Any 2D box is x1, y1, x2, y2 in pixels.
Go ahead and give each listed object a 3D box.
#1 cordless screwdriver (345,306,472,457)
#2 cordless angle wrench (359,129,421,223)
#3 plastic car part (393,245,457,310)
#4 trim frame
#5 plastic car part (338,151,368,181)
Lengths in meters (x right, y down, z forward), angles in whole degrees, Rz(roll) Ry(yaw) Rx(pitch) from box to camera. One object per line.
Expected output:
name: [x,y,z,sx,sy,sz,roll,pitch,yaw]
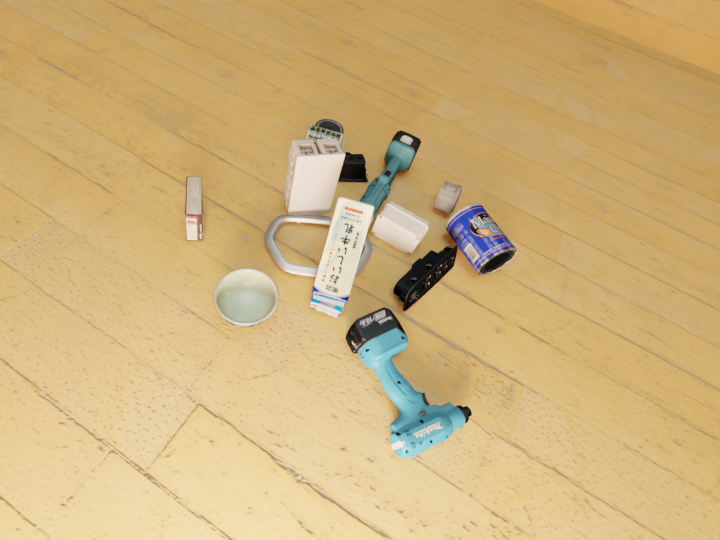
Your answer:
cordless screwdriver: [0.085,0.191,0.779,0.155,0.073,0.259,-15,62,-23]
cordless angle wrench: [0.044,-0.199,1.045,0.075,0.096,0.423,26,53,4]
plastic car part: [0.140,0.008,0.935,0.070,0.064,0.200,31,53,21]
trim frame: [-0.094,-0.061,0.960,0.245,0.027,0.190,3,54,-8]
plastic car part: [-0.033,-0.277,1.108,0.113,0.070,0.069,-1,54,-18]
